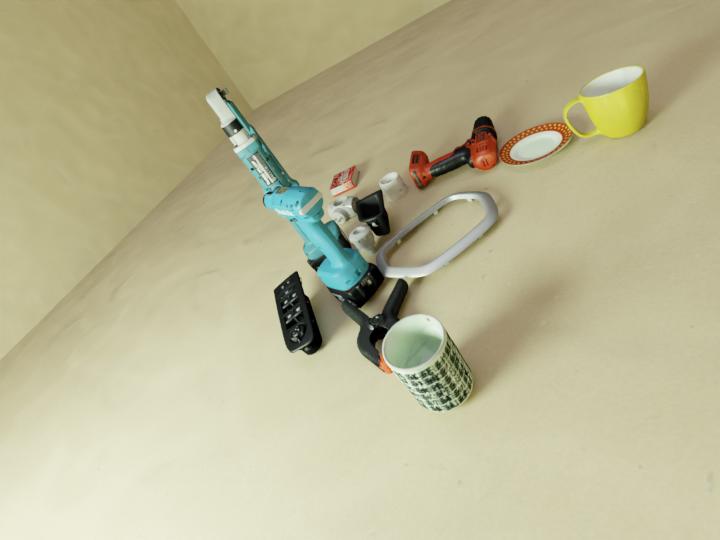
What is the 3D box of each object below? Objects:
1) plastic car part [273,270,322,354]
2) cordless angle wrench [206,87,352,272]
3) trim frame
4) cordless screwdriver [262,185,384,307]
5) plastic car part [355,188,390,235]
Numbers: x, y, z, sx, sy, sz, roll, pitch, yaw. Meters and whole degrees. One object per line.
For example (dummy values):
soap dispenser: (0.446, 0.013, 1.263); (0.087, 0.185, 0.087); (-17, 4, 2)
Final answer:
plastic car part: (-0.115, 0.086, 0.785); (0.066, 0.064, 0.212); (-34, 31, 4)
cordless angle wrench: (-0.161, -0.168, 0.837); (0.099, 0.404, 0.077); (-31, 28, 8)
trim frame: (0.136, -0.068, 0.775); (0.248, 0.026, 0.193); (-40, 31, -6)
cordless screwdriver: (-0.074, -0.048, 0.754); (0.074, 0.238, 0.167); (-47, 31, -20)
plastic car part: (0.035, -0.110, 0.891); (0.067, 0.068, 0.120); (-28, 32, 14)
